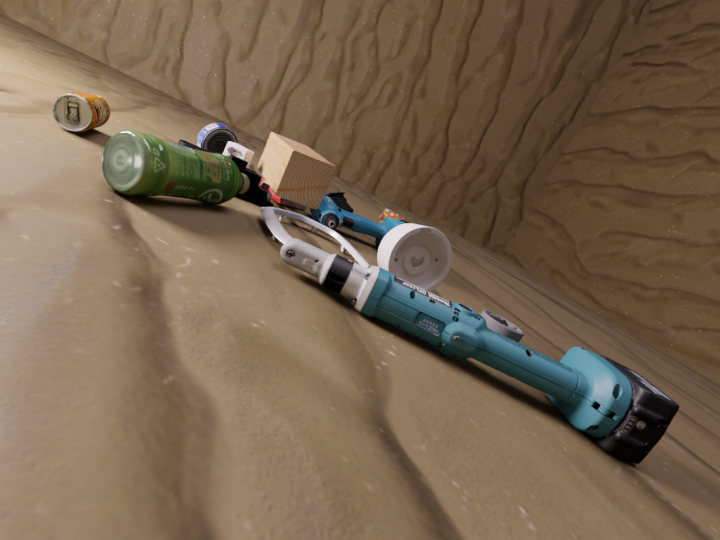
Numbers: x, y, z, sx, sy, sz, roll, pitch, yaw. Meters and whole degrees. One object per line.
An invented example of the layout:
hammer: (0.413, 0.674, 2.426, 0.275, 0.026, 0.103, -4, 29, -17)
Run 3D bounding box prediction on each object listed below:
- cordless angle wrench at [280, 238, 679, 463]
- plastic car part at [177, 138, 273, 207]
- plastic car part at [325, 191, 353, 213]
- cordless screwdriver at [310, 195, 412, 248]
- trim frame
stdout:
cordless angle wrench: (0.104, 0.064, 0.461, 0.426, 0.074, 0.097, 25, 12, 3)
plastic car part: (-0.236, -0.168, 0.721, 0.193, 0.067, 0.070, 16, 24, -31)
plastic car part: (-0.053, -0.138, 0.982, 0.072, 0.066, 0.115, 43, 17, 4)
cordless screwdriver: (0.020, -0.081, 0.855, 0.242, 0.074, 0.164, 19, 15, -15)
trim frame: (-0.062, -0.041, 0.636, 0.176, 0.027, 0.260, 19, 13, -27)
